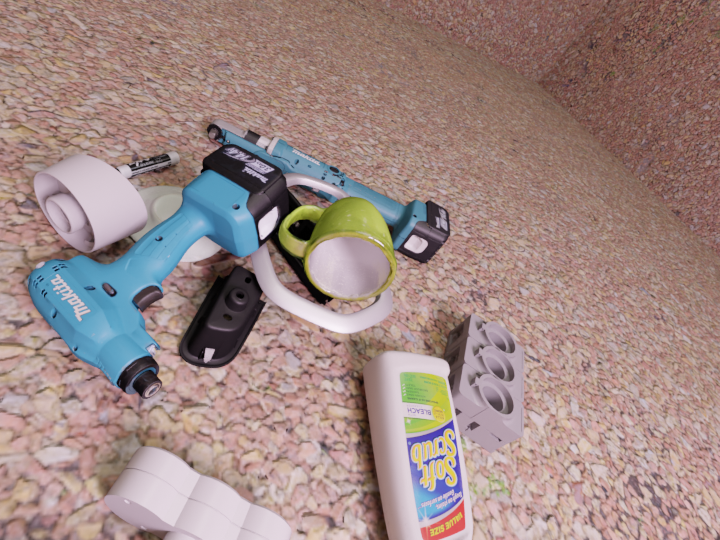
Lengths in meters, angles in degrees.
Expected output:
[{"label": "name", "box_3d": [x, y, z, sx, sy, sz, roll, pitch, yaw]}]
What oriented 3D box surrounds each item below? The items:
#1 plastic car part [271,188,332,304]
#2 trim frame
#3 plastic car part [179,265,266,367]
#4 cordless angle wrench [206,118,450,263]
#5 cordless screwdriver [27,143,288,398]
[{"label": "plastic car part", "box_3d": [-0.081, -0.053, 0.590, 0.209, 0.067, 0.064, 49, 26, 16]}, {"label": "trim frame", "box_3d": [-0.051, -0.033, 0.518, 0.177, 0.027, 0.260, 0, 49, -27]}, {"label": "plastic car part", "box_3d": [-0.136, 0.041, 0.446, 0.065, 0.071, 0.118, 29, 36, -11]}, {"label": "cordless angle wrench", "box_3d": [-0.054, -0.145, 0.702, 0.417, 0.074, 0.099, 26, 39, -7]}, {"label": "cordless screwdriver", "box_3d": [-0.164, -0.011, 0.407, 0.166, 0.072, 0.246, 34, 60, 21]}]
